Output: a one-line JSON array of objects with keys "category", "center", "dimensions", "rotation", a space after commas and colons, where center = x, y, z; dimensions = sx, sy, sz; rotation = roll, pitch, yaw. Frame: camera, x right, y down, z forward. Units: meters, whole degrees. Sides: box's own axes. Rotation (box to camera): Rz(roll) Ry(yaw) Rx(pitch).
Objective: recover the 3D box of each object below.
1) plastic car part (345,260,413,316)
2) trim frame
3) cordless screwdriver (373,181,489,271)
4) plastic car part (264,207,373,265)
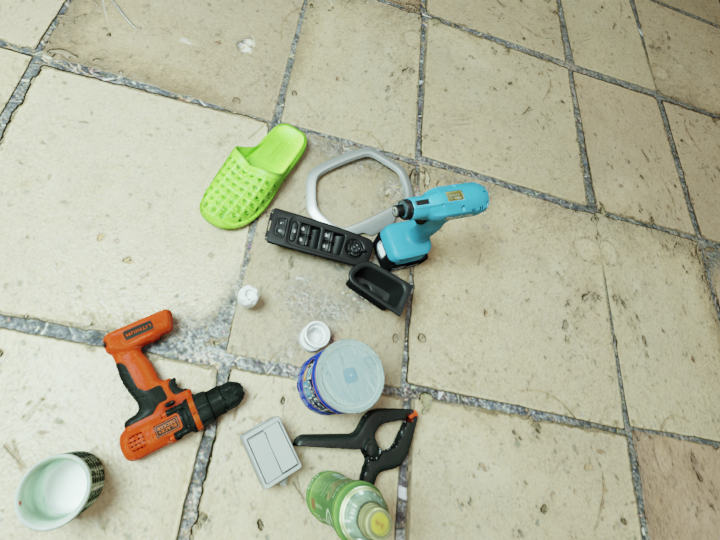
[{"category": "plastic car part", "center": [0.024, 0.033, 0.775], "dimensions": [0.116, 0.071, 0.066], "rotation": [31, 63, -3]}, {"category": "trim frame", "center": [-0.001, -0.162, 0.875], "dimensions": [0.243, 0.027, 0.188], "rotation": [-28, 78, -24]}, {"category": "cordless screwdriver", "center": [0.088, -0.070, 0.737], "dimensions": [0.155, 0.250, 0.076], "rotation": [-11, 75, -23]}, {"category": "plastic car part", "center": [-0.077, -0.050, 0.785], "dimensions": [0.199, 0.067, 0.067], "rotation": [14, 66, -10]}]
